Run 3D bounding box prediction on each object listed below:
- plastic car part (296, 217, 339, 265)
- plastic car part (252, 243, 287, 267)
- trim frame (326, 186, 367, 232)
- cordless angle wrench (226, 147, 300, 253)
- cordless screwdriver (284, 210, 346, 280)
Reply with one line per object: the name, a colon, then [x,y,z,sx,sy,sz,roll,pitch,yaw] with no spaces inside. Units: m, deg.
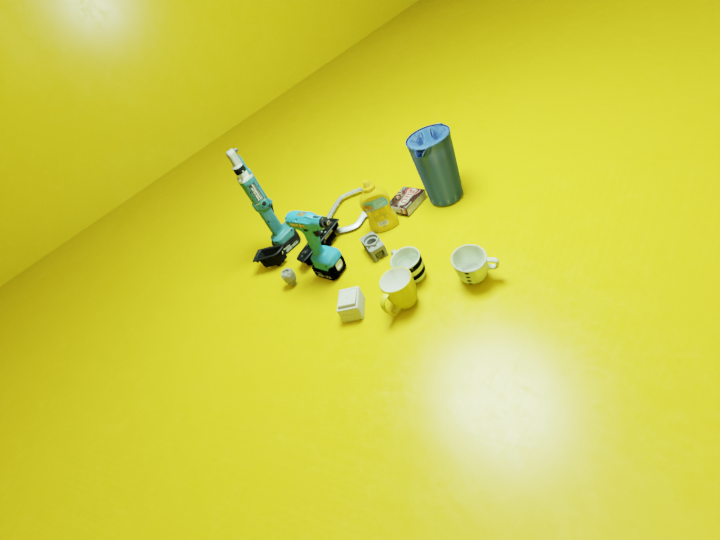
plastic car part: [-0.141,-0.092,1.446,0.070,0.064,0.202,16,57,43]
plastic car part: [-0.311,-0.044,1.498,0.120,0.067,0.067,-10,41,24]
trim frame: [-0.034,-0.224,1.552,0.193,0.026,0.249,0,47,33]
cordless angle wrench: [-0.343,-0.236,1.459,0.097,0.403,0.079,-42,38,-18]
cordless screwdriver: [-0.114,-0.077,1.271,0.168,0.237,0.074,10,51,40]
